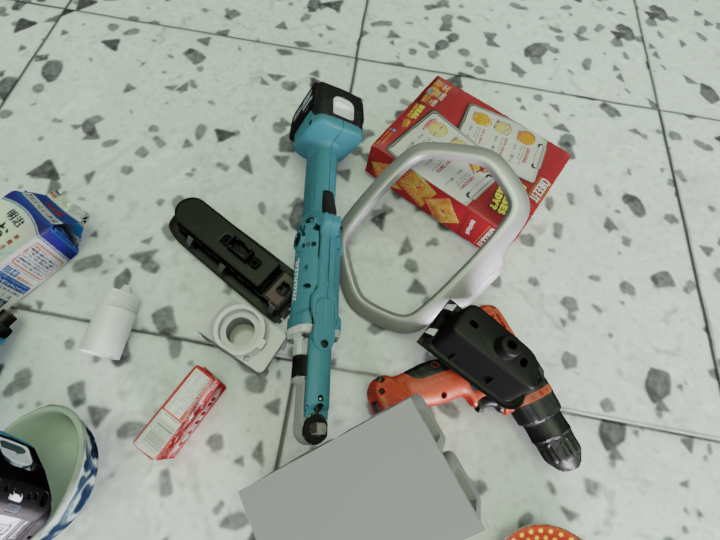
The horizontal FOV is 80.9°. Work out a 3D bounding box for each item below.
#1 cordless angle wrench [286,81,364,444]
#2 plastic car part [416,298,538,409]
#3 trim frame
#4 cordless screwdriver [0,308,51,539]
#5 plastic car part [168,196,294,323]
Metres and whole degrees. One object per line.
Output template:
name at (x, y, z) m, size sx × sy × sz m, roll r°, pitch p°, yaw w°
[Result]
cordless angle wrench at (-0.048, -0.031, 0.490) m, size 0.071 × 0.100 × 0.433 m, roll 15°, pitch 61°, yaw -27°
plastic car part at (0.127, 0.077, 0.418) m, size 0.120 × 0.069 × 0.065 m, roll 38°, pitch 66°, yaw 16°
trim frame at (0.075, -0.042, 0.502) m, size 0.191 × 0.026 × 0.249 m, roll 44°, pitch 96°, yaw 21°
cordless screwdriver at (-0.352, 0.138, 0.378) m, size 0.263 × 0.071 × 0.158 m, roll 21°, pitch 63°, yaw 36°
plastic car part at (-0.158, -0.024, 0.515) m, size 0.209 × 0.065 × 0.066 m, roll 36°, pitch 75°, yaw 15°
